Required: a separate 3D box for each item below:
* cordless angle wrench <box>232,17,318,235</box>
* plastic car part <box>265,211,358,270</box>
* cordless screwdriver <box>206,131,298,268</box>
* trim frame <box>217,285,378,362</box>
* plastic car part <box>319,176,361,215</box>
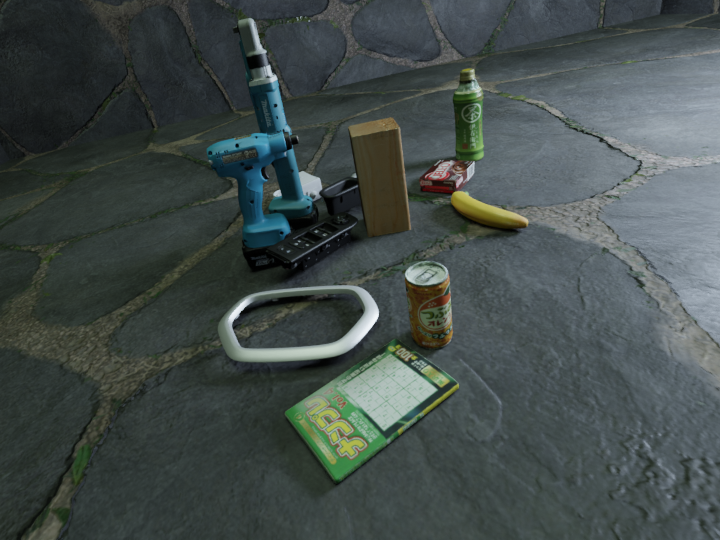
[{"bbox_3d":[-0.168,-0.266,0.840,0.100,0.408,0.076,-5,30,10],"label":"cordless angle wrench"},{"bbox_3d":[-0.078,-0.051,0.795,0.070,0.065,0.199,17,42,39],"label":"plastic car part"},{"bbox_3d":[-0.173,-0.132,0.790,0.158,0.240,0.077,-13,30,-4],"label":"cordless screwdriver"},{"bbox_3d":[-0.097,0.074,0.641,0.252,0.026,0.188,-7,32,8],"label":"trim frame"},{"bbox_3d":[-0.041,-0.159,0.948,0.070,0.068,0.114,20,43,41],"label":"plastic car part"}]
